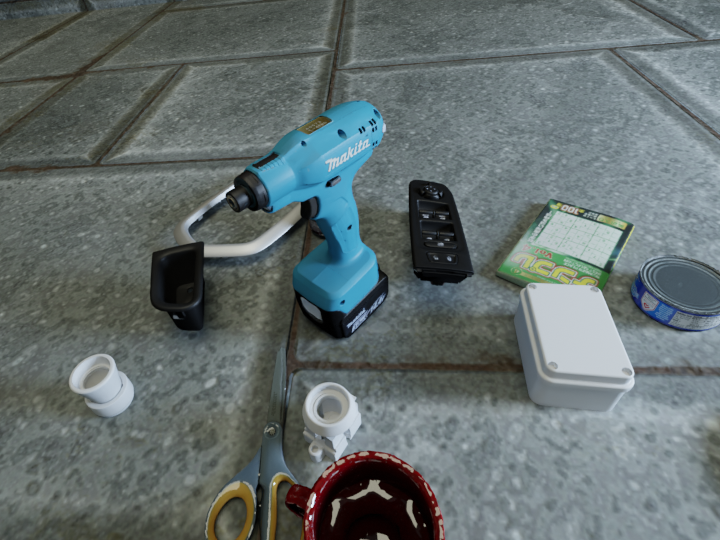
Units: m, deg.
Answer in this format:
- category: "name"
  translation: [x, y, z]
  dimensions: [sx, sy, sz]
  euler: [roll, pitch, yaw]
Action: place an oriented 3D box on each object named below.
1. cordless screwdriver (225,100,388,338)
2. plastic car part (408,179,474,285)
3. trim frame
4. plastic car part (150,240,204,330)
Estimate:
- category: "cordless screwdriver"
  translation: [-0.041, -0.027, 0.424]
  dimensions: [0.078, 0.239, 0.157]
  euler: [31, 54, 31]
- category: "plastic car part"
  translation: [0.096, -0.050, 0.552]
  dimensions: [0.067, 0.064, 0.208]
  euler: [-1, 45, 5]
- category: "trim frame"
  translation: [-0.177, -0.097, 0.668]
  dimensions: [0.193, 0.026, 0.247]
  euler: [20, 51, 26]
- category: "plastic car part"
  translation: [-0.214, 0.029, 0.516]
  dimensions: [0.065, 0.068, 0.122]
  euler: [-15, 45, -9]
